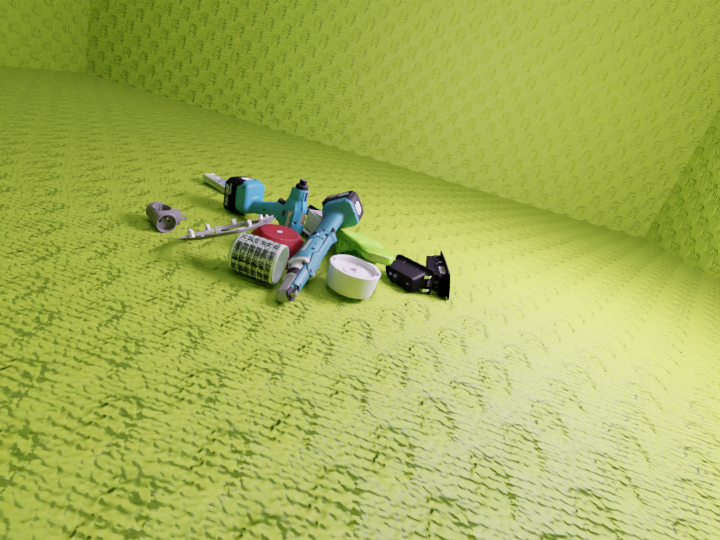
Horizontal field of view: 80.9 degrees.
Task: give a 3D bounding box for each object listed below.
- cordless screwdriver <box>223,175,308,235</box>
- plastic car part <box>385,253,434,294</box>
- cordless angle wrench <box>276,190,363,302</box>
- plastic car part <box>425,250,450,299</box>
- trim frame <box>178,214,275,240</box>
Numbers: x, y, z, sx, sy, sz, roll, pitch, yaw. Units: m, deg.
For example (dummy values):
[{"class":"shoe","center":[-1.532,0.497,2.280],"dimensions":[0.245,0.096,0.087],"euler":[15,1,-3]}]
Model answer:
[{"class":"cordless screwdriver","center":[-0.240,-0.189,1.093],"dimensions":[0.261,0.157,0.072],"euler":[26,22,27]},{"class":"plastic car part","center":[0.104,0.013,0.993],"dimensions":[0.069,0.064,0.123],"euler":[-22,38,-37]},{"class":"cordless angle wrench","center":[-0.091,-0.060,0.932],"dimensions":[0.101,0.072,0.424],"euler":[-11,28,23]},{"class":"plastic car part","center":[0.192,0.006,1.068],"dimensions":[0.068,0.065,0.203],"euler":[-6,20,12]},{"class":"trim frame","center":[-0.280,-0.096,0.914],"dimensions":[0.188,0.027,0.246],"euler":[-6,11,13]}]
